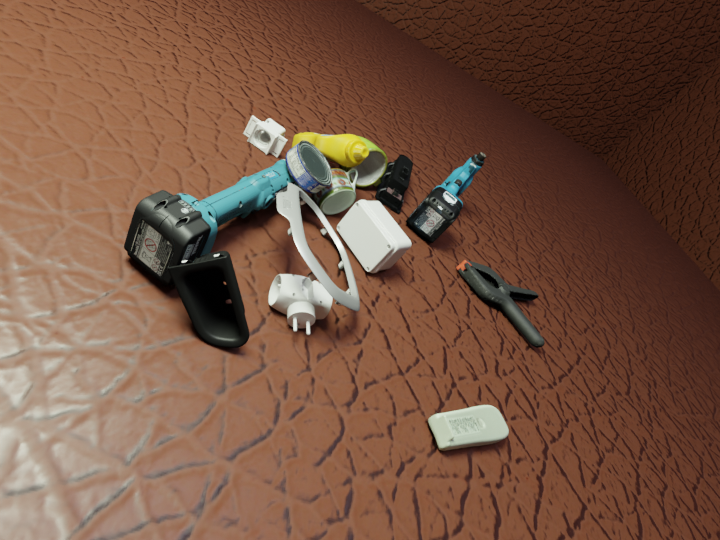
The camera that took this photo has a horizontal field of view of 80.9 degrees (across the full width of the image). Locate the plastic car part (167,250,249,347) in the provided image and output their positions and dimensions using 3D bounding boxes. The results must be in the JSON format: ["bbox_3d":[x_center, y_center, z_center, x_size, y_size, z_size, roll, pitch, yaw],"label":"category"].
[{"bbox_3d":[-0.164,0.025,0.491,0.066,0.112,0.073,-10,30,2],"label":"plastic car part"}]

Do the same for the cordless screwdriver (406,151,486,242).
[{"bbox_3d":[0.201,-0.172,0.938,0.075,0.160,0.246,41,38,0],"label":"cordless screwdriver"}]

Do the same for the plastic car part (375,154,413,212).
[{"bbox_3d":[0.085,-0.215,0.978,0.066,0.067,0.205,25,35,-7],"label":"plastic car part"}]

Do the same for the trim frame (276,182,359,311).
[{"bbox_3d":[-0.061,-0.040,0.623,0.175,0.028,0.258,51,14,-33],"label":"trim frame"}]

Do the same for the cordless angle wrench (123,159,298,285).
[{"bbox_3d":[-0.163,-0.116,0.645,0.075,0.098,0.419,36,33,1],"label":"cordless angle wrench"}]
